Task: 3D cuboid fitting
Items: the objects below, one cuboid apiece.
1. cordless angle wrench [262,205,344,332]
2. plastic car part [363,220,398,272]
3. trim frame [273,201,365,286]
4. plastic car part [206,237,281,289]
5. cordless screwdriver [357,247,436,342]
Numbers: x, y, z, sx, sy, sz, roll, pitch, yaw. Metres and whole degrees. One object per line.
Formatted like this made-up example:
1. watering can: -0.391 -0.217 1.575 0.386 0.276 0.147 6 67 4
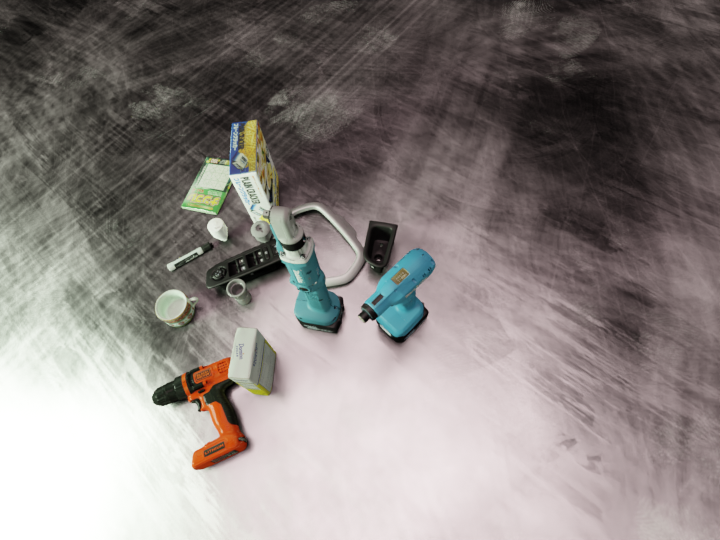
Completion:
1. cordless angle wrench: -0.096 0.010 0.756 0.100 0.408 0.075 9 65 9
2. plastic car part: 0.042 -0.045 0.958 0.067 0.068 0.118 9 64 11
3. trim frame: -0.099 -0.065 1.014 0.183 0.026 0.260 -37 63 -11
4. plastic car part: -0.263 -0.009 0.988 0.202 0.064 0.069 -21 62 -3
5. cordless screwdriver: 0.063 0.071 0.794 0.158 0.240 0.077 -42 68 -15
